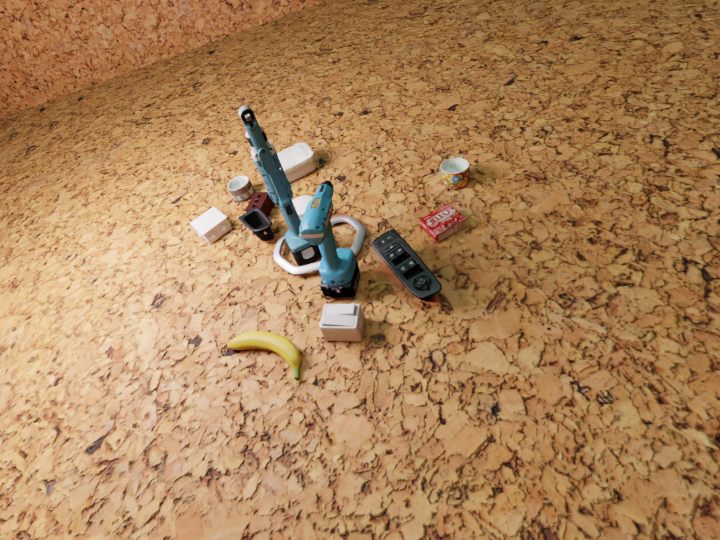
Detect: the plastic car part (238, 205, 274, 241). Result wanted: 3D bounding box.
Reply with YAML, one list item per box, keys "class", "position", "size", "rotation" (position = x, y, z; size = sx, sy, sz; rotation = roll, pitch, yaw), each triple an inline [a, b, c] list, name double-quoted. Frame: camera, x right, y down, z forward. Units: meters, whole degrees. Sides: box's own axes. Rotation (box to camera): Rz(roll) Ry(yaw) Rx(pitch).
- class: "plastic car part"
  position: [-0.278, -0.117, 1.170]
  size: [0.065, 0.068, 0.123]
  rotation: [-35, 47, -15]

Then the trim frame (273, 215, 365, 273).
- class: "trim frame"
  position: [-0.107, -0.070, 1.094]
  size: [0.249, 0.026, 0.192]
  rotation: [-20, 46, 2]

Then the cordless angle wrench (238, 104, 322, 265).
- class: "cordless angle wrench"
  position: [-0.182, -0.181, 0.959]
  size: [0.074, 0.403, 0.103]
  rotation: [-24, 46, -6]

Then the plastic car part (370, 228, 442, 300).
- class: "plastic car part"
  position: [0.101, -0.004, 0.932]
  size: [0.066, 0.064, 0.214]
  rotation: [-29, 46, -9]

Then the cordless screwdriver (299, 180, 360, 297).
- class: "cordless screwdriver"
  position: [-0.062, -0.063, 0.924]
  size: [0.076, 0.237, 0.162]
  rotation: [-1, 48, 16]
